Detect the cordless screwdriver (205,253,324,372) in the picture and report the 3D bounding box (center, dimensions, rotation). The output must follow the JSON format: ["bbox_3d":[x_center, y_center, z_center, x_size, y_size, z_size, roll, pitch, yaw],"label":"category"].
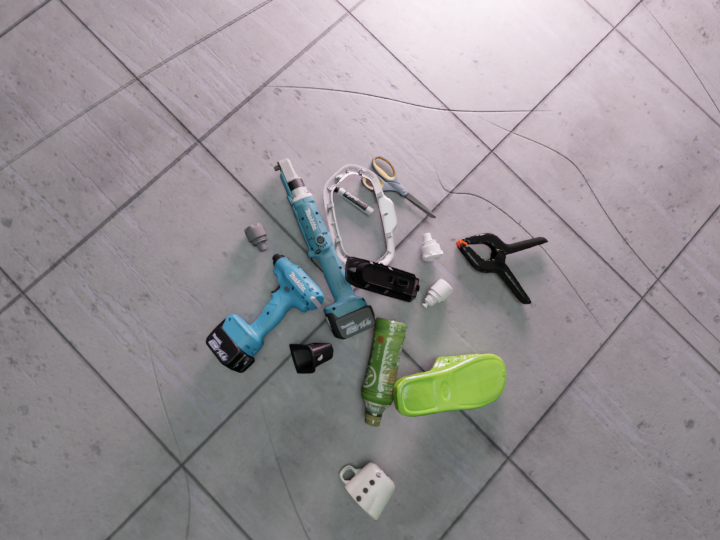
[{"bbox_3d":[-0.213,0.083,0.897,0.248,0.071,0.167,-42,58,-6],"label":"cordless screwdriver"}]

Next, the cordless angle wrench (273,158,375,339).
[{"bbox_3d":[-0.092,-0.060,0.940,0.097,0.074,0.428,-22,82,-9],"label":"cordless angle wrench"}]

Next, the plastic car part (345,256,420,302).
[{"bbox_3d":[0.055,0.022,0.902,0.194,0.070,0.066,17,88,-28],"label":"plastic car part"}]

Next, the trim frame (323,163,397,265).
[{"bbox_3d":[0.005,-0.116,0.935,0.177,0.028,0.250,-11,85,-35],"label":"trim frame"}]

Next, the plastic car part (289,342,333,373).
[{"bbox_3d":[-0.094,0.176,0.889,0.068,0.120,0.066,-16,87,-33],"label":"plastic car part"}]
